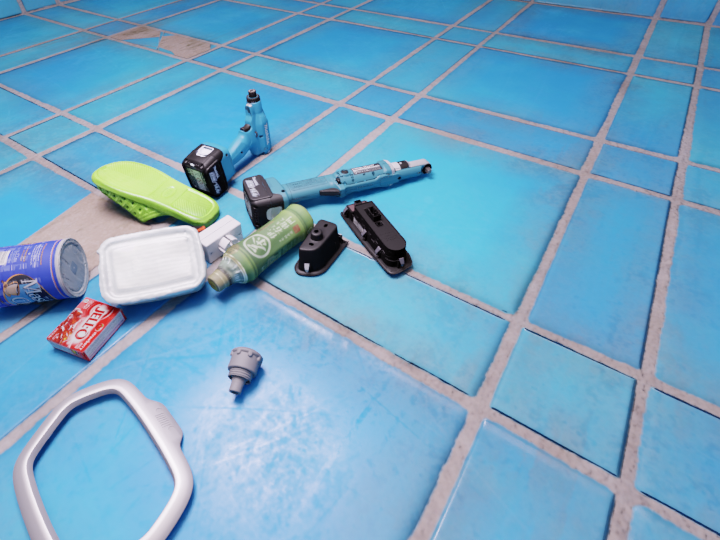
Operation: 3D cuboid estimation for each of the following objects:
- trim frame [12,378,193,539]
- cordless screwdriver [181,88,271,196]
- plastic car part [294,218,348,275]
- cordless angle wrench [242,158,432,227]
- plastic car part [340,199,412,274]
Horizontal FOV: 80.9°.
[{"bbox_3d":[-0.315,0.242,0.523,0.262,0.026,0.181,33,56,31],"label":"trim frame"},{"bbox_3d":[-0.292,-0.290,0.955,0.077,0.154,0.248,21,51,17],"label":"cordless screwdriver"},{"bbox_3d":[-0.075,-0.049,0.770,0.068,0.069,0.116,18,45,18],"label":"plastic car part"},{"bbox_3d":[-0.036,-0.188,0.908,0.414,0.072,0.103,-16,48,-16],"label":"cordless angle wrench"},{"bbox_3d":[0.034,-0.077,0.802,0.064,0.065,0.213,-13,49,-23],"label":"plastic car part"}]
